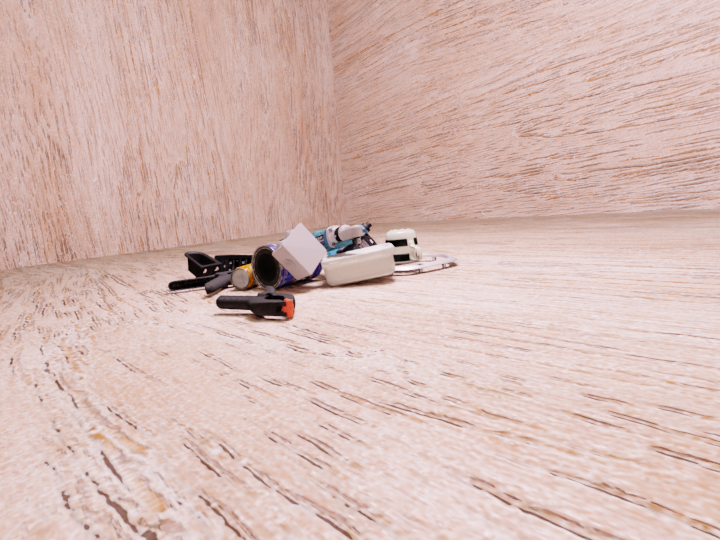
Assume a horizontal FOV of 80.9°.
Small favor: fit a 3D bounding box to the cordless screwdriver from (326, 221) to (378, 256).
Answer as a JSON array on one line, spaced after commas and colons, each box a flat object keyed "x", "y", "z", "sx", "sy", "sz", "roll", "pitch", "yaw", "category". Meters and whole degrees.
[{"x": -0.008, "y": -0.074, "z": 1.148, "sx": 0.159, "sy": 0.073, "sz": 0.254, "roll": -43, "pitch": 13, "yaw": -4, "category": "cordless screwdriver"}]

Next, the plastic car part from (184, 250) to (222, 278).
[{"x": -0.451, "y": -0.005, "z": 1.195, "sx": 0.123, "sy": 0.070, "sz": 0.063, "roll": 22, "pitch": 22, "yaw": 39, "category": "plastic car part"}]

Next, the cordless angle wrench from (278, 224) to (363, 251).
[{"x": -0.106, "y": -0.069, "z": 1.082, "sx": 0.072, "sy": 0.098, "sz": 0.436, "roll": -11, "pitch": 1, "yaw": -28, "category": "cordless angle wrench"}]

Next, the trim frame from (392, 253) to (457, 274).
[{"x": 0.127, "y": -0.018, "z": 1.070, "sx": 0.240, "sy": 0.027, "sz": 0.193, "roll": -13, "pitch": 12, "yaw": -31, "category": "trim frame"}]

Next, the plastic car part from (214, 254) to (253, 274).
[{"x": -0.325, "y": -0.007, "z": 1.190, "sx": 0.212, "sy": 0.067, "sz": 0.063, "roll": -2, "pitch": -18, "yaw": 31, "category": "plastic car part"}]
